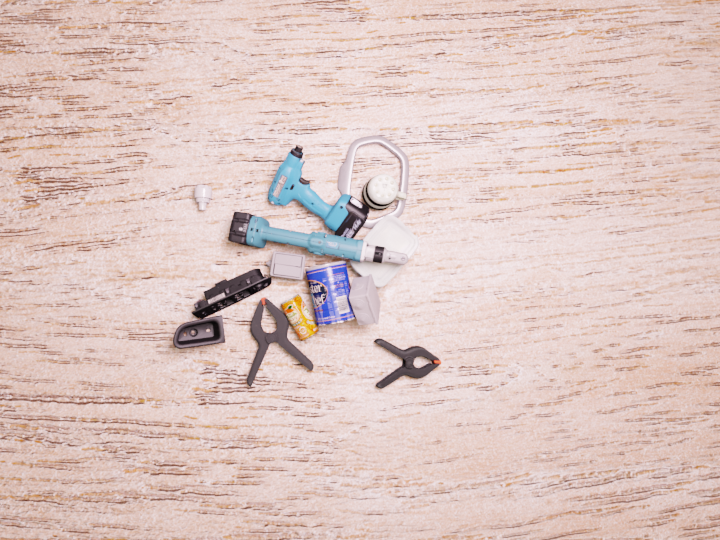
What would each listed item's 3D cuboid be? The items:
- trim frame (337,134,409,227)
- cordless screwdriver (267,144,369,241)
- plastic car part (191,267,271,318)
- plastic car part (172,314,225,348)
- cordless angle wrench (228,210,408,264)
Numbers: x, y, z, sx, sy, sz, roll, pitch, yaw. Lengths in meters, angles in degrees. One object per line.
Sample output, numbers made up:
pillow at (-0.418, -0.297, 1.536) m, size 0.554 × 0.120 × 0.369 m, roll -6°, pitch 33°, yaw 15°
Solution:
trim frame at (0.034, -0.233, 1.103) m, size 0.183 × 0.027 × 0.249 m, roll 7°, pitch 85°, yaw -4°
cordless screwdriver at (-0.094, -0.186, 1.033) m, size 0.249 × 0.074 × 0.159 m, roll 30°, pitch 119°, yaw 0°
plastic car part at (-0.314, 0.051, 1.035) m, size 0.202 × 0.064 × 0.070 m, roll -22°, pitch 63°, yaw -5°
plastic car part at (-0.389, 0.148, 1.010) m, size 0.113 × 0.073 × 0.066 m, roll -8°, pitch 86°, yaw -23°
cordless angle wrench at (-0.098, -0.064, 1.004) m, size 0.429 × 0.096 × 0.074 m, roll 11°, pitch 87°, yaw 7°
